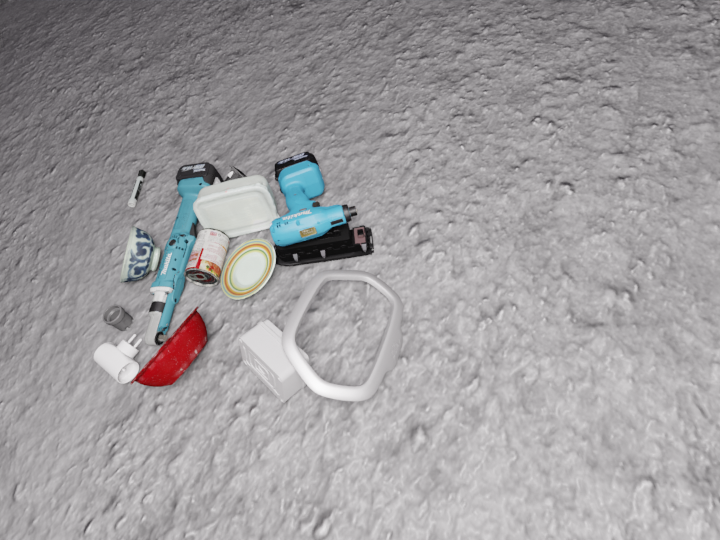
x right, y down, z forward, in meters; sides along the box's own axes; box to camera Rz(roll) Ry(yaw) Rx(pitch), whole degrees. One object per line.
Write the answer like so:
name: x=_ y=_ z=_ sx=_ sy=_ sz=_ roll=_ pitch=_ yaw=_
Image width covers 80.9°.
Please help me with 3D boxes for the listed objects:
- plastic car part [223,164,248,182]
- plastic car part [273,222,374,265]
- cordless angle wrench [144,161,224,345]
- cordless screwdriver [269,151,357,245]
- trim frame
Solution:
plastic car part: x=-0.282 y=-0.189 z=0.952 sx=0.071 sy=0.065 sz=0.119 roll=-45 pitch=11 yaw=-2
plastic car part: x=-0.080 y=-0.052 z=0.819 sx=0.206 sy=0.064 sz=0.068 roll=-10 pitch=62 yaw=12
cordless angle wrench: x=-0.382 y=-0.047 z=0.895 sx=0.100 sy=0.071 sz=0.434 roll=-5 pitch=58 yaw=12
cordless screwdriver: x=-0.098 y=-0.152 z=0.842 sx=0.160 sy=0.071 sz=0.258 roll=-17 pitch=40 yaw=5
trim frame: x=-0.020 y=0.092 z=0.679 sx=0.186 sy=0.027 sz=0.250 roll=22 pitch=46 yaw=5
